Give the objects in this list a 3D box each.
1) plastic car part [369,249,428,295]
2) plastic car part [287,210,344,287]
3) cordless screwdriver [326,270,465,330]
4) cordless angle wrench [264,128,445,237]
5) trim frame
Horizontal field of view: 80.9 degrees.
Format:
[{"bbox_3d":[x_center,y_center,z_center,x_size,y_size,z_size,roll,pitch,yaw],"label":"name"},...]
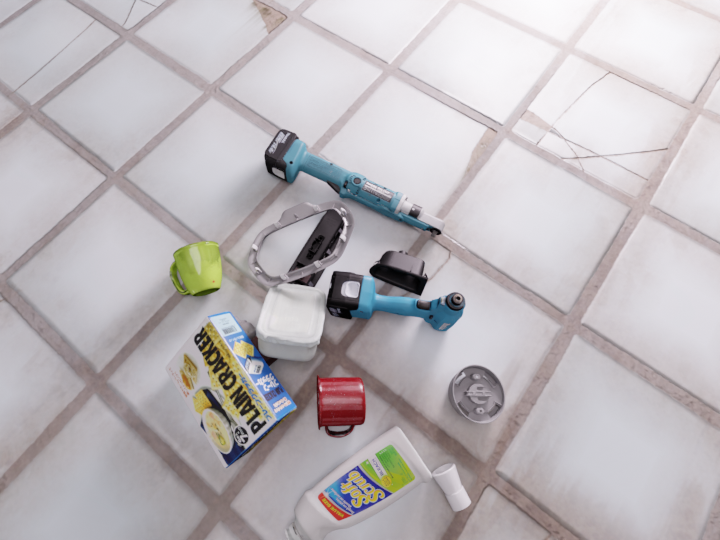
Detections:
[{"bbox_3d":[0.085,-0.008,0.872,0.120,0.064,0.071,23,55,13],"label":"plastic car part"},{"bbox_3d":[-0.088,-0.057,0.896,0.068,0.065,0.203,24,68,16],"label":"plastic car part"},{"bbox_3d":[0.063,0.056,0.791,0.252,0.155,0.075,10,70,6],"label":"cordless screwdriver"},{"bbox_3d":[-0.012,-0.185,0.940,0.431,0.073,0.098,26,71,10],"label":"cordless angle wrench"},{"bbox_3d":[-0.127,-0.062,0.865,0.253,0.026,0.191,-21,50,17],"label":"trim frame"}]
